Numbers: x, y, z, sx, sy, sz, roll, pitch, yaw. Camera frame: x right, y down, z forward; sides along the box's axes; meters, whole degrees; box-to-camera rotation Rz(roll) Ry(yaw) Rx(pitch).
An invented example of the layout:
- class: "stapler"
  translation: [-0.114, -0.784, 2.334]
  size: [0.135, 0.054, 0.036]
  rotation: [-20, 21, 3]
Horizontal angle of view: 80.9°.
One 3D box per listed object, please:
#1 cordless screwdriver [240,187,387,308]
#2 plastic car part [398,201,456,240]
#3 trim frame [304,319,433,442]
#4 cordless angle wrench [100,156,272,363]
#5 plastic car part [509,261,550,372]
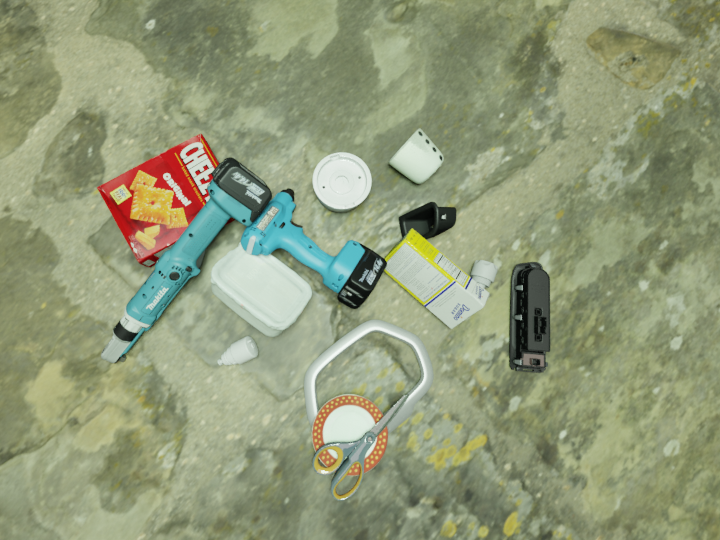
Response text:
- class: "cordless screwdriver"
  translation: [-0.075, -0.049, 0.769]
  size: [0.249, 0.074, 0.160]
  rotation: [28, 52, 1]
- class: "plastic car part"
  translation: [0.132, -0.086, 0.774]
  size: [0.068, 0.119, 0.067]
  rotation: [-7, 82, -29]
- class: "trim frame"
  translation: [0.013, 0.203, 0.758]
  size: [0.247, 0.027, 0.187]
  rotation: [-38, 82, -9]
- class: "cordless angle wrench"
  translation: [-0.318, -0.002, 0.729]
  size: [0.093, 0.078, 0.423]
  rotation: [36, 98, -31]
- class: "plastic car part"
  translation: [0.311, 0.080, 0.768]
  size: [0.067, 0.066, 0.205]
  rotation: [3, 78, 4]
